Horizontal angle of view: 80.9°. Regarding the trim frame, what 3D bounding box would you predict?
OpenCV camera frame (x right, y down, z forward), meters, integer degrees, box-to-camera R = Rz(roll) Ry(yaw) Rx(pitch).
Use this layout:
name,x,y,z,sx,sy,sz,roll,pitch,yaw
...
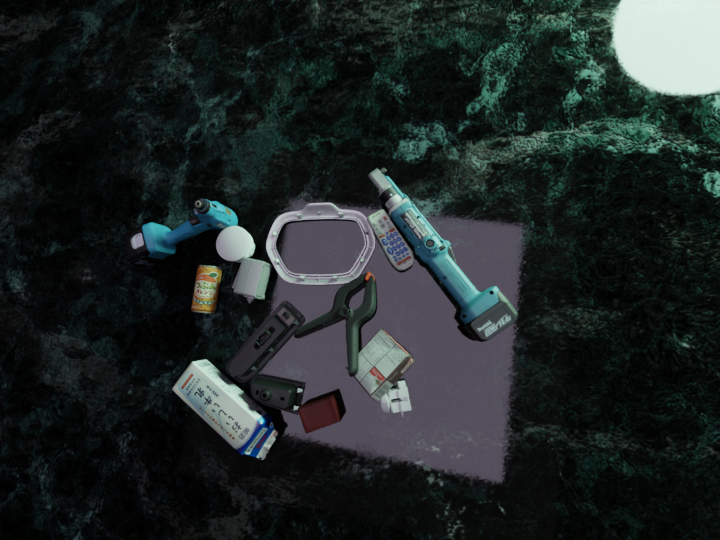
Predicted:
name,x,y,z,sx,sy,sz,roll,pitch,yaw
trim frame,-0.093,-0.061,0.948,0.253,0.027,0.186,-1,78,12

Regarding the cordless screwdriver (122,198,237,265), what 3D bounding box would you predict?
name,x,y,z,sx,sy,sz,roll,pitch,yaw
cordless screwdriver,-0.412,-0.091,0.944,0.251,0.155,0.076,-20,80,6

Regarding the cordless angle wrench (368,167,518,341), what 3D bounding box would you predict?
name,x,y,z,sx,sy,sz,roll,pitch,yaw
cordless angle wrench,0.147,-0.050,0.884,0.098,0.072,0.436,-36,73,1

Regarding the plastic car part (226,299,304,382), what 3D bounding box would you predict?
name,x,y,z,sx,sy,sz,roll,pitch,yaw
plastic car part,-0.212,0.160,0.912,0.067,0.066,0.203,42,91,5

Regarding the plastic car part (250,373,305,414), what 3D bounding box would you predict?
name,x,y,z,sx,sy,sz,roll,pitch,yaw
plastic car part,-0.183,0.258,0.880,0.118,0.069,0.066,11,81,8
